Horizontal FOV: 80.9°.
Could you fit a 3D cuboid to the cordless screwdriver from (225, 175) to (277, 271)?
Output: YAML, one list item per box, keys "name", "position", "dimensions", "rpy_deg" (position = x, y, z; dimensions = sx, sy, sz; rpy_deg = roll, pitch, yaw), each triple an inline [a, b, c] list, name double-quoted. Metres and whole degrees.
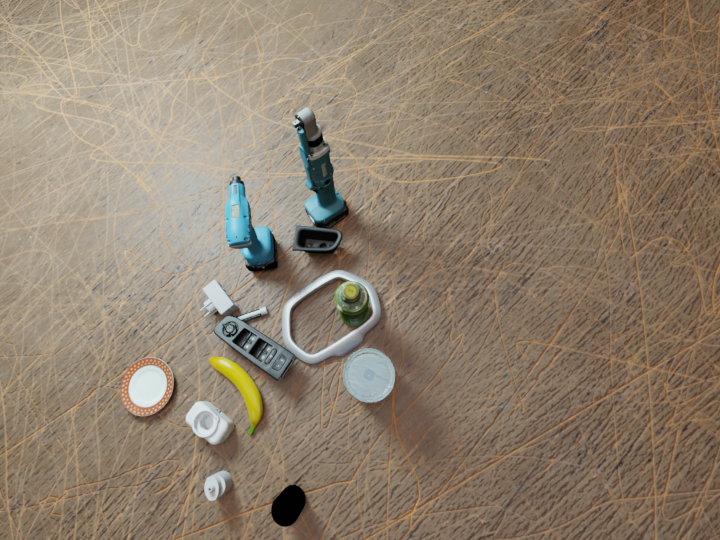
- name: "cordless screwdriver"
  position: [-0.254, -0.097, 0.974]
  dimensions: [0.074, 0.242, 0.163]
  rpy_deg: [-8, 72, -1]

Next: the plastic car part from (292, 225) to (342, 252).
- name: "plastic car part"
  position: [-0.102, -0.066, 1.039]
  dimensions: [0.118, 0.069, 0.067]
  rpy_deg: [5, 72, 7]

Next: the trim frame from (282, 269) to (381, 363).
- name: "trim frame"
  position: [-0.072, 0.108, 0.996]
  dimensions: [0.247, 0.027, 0.190]
  rpy_deg: [-34, 71, -6]

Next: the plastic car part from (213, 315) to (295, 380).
- name: "plastic car part"
  position: [-0.244, 0.172, 0.972]
  dimensions: [0.209, 0.065, 0.066]
  rpy_deg: [30, 76, 15]

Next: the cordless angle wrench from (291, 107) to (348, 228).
- name: "cordless angle wrench"
  position: [-0.088, -0.206, 0.904]
  dimensions: [0.097, 0.412, 0.077]
  rpy_deg: [-35, 76, -9]
